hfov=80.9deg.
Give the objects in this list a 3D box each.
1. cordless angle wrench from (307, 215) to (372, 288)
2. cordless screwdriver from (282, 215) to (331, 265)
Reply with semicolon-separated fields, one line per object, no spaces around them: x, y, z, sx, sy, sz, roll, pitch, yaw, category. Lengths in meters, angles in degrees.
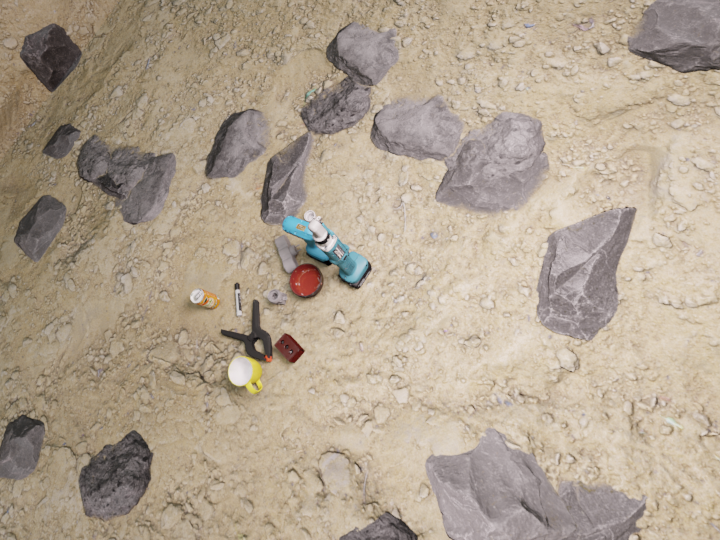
-0.062;-0.049;1.178;0.078;0.404;0.098;32;84;22;cordless angle wrench
-0.128;-0.084;1.307;0.166;0.238;0.074;24;81;22;cordless screwdriver
